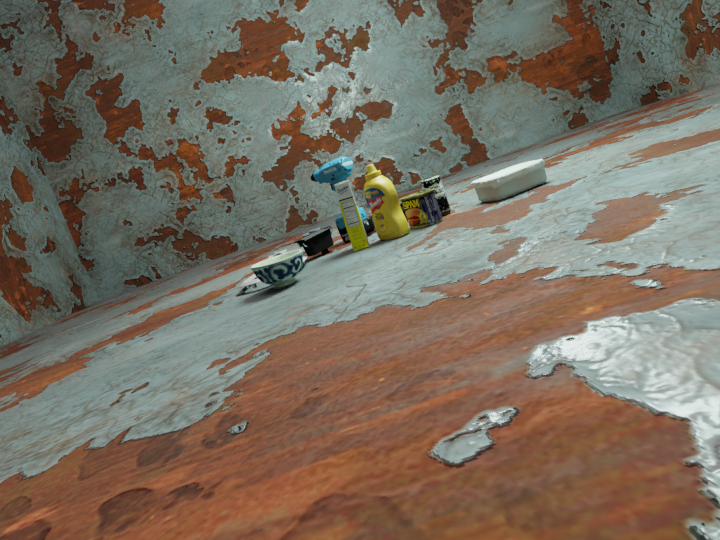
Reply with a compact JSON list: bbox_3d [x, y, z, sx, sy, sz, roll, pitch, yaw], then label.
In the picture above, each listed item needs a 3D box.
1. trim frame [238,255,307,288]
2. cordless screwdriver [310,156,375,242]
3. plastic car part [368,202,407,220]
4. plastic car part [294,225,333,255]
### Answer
[{"bbox_3d":[-0.231,0.005,1.121,0.186,0.027,0.250,-19,11,6],"label":"trim frame"},{"bbox_3d":[-0.062,-0.211,1.299,0.166,0.246,0.072,-12,10,44],"label":"cordless screwdriver"},{"bbox_3d":[0.127,-0.182,1.292,0.206,0.066,0.066,-17,9,14],"label":"plastic car part"},{"bbox_3d":[-0.118,-0.077,1.211,0.113,0.070,0.068,-26,10,-31],"label":"plastic car part"}]
